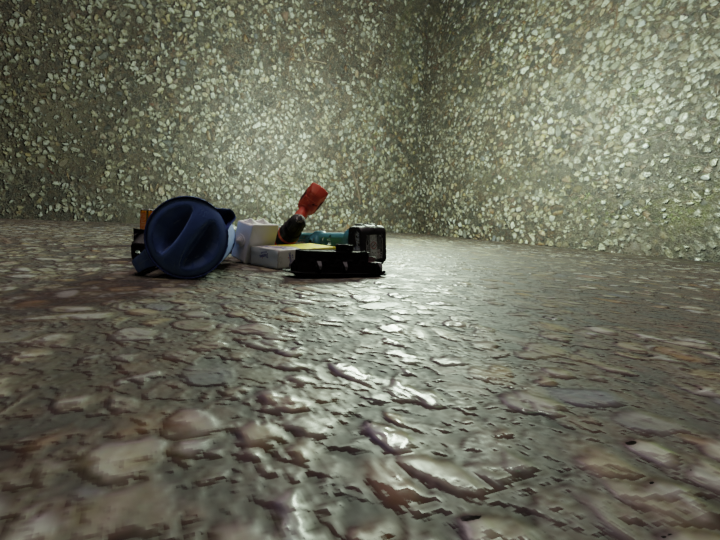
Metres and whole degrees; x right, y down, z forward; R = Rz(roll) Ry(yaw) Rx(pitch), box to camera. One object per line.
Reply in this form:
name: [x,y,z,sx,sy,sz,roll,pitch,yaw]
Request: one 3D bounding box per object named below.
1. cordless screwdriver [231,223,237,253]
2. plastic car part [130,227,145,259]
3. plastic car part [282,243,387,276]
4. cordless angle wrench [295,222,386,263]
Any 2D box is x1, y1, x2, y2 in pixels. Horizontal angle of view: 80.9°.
cordless screwdriver: [-0.361,-0.070,1.051,0.160,0.073,0.249,3,11,2]
plastic car part: [-0.434,-0.045,0.894,0.117,0.065,0.072,6,21,-1]
plastic car part: [-0.046,-0.016,0.799,0.195,0.066,0.070,-4,15,-29]
cordless angle wrench: [-0.106,-0.070,1.088,0.071,0.097,0.444,-5,7,-38]
